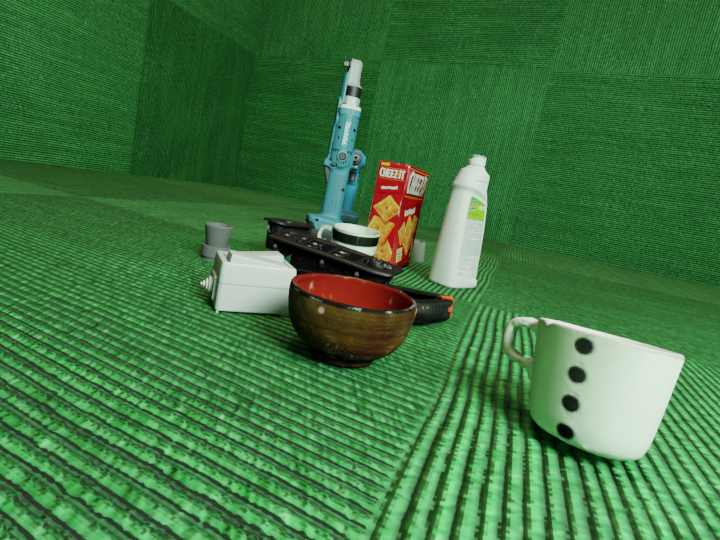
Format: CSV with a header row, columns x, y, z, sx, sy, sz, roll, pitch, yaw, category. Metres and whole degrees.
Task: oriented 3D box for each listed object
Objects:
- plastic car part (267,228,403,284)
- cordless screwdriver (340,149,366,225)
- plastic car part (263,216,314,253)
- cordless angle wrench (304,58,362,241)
x,y,z,sx,sy,sz,roll,pitch,yaw,category
-0.041,-0.009,0.625,0.211,0.066,0.064,15,10,22,plastic car part
-0.031,-0.192,1.111,0.074,0.247,0.160,11,9,-2,cordless screwdriver
-0.144,-0.061,0.790,0.068,0.070,0.113,14,10,19,plastic car part
-0.048,-0.254,0.949,0.096,0.420,0.076,10,8,-12,cordless angle wrench
